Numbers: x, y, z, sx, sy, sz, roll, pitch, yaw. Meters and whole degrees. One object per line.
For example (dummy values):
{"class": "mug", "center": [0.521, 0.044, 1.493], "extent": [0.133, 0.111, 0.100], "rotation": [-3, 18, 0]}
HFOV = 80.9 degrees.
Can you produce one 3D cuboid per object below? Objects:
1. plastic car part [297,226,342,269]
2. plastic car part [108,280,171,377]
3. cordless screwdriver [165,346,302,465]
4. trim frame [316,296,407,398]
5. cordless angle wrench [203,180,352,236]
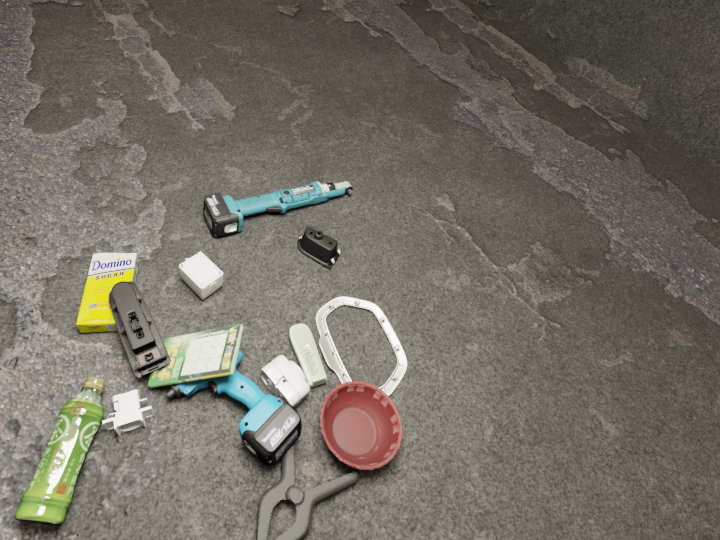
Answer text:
{"class": "plastic car part", "center": [-0.104, -0.068, 1.065], "extent": [0.118, 0.070, 0.066], "rotation": [30, 51, 5]}
{"class": "plastic car part", "center": [-0.440, 0.099, 0.819], "extent": [0.065, 0.065, 0.212], "rotation": [-26, 62, -21]}
{"class": "cordless screwdriver", "center": [-0.235, 0.249, 0.784], "extent": [0.261, 0.072, 0.156], "rotation": [37, 57, 27]}
{"class": "trim frame", "center": [-0.001, 0.163, 0.943], "extent": [0.179, 0.027, 0.259], "rotation": [-15, 60, -21]}
{"class": "cordless angle wrench", "center": [-0.204, -0.189, 1.136], "extent": [0.410, 0.073, 0.102], "rotation": [-18, 61, -27]}
